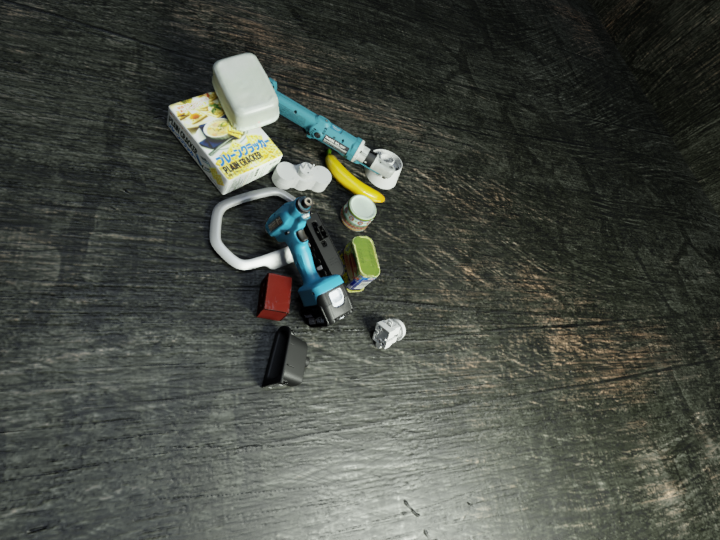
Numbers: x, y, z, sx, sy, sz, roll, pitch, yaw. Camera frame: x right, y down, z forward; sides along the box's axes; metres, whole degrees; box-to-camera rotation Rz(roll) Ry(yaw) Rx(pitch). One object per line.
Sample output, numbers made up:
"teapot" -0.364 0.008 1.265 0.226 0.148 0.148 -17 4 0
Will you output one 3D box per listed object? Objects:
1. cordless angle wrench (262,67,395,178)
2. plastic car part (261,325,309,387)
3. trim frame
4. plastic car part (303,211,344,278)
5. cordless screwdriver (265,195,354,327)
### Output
"cordless angle wrench" -0.099 -0.347 1.039 0.420 0.098 0.075 30 53 -4
"plastic car part" -0.129 0.167 0.788 0.068 0.068 0.119 33 49 -27
"trim frame" -0.206 -0.091 0.909 0.241 0.028 0.188 -25 75 -35
"plastic car part" -0.089 -0.058 0.906 0.064 0.069 0.202 -26 93 -45
"cordless screwdriver" -0.094 -0.018 0.822 0.072 0.163 0.250 -24 88 -35
